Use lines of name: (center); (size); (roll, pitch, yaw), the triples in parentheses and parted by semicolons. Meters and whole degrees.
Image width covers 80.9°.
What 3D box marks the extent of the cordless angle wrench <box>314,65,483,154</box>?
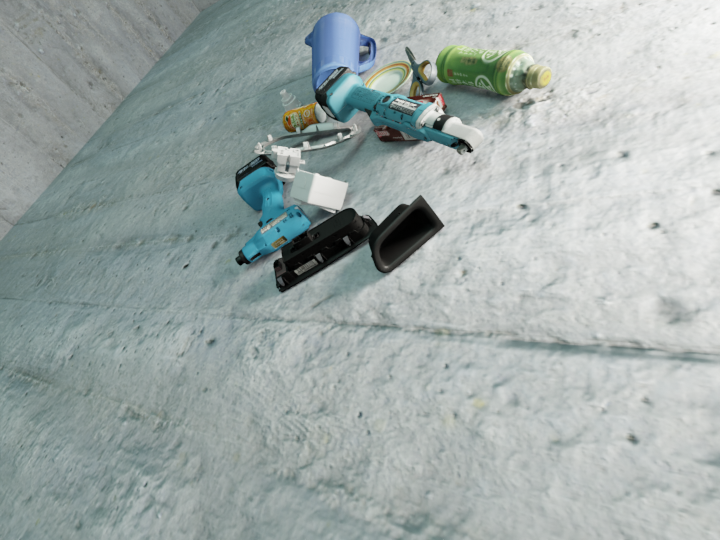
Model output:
cordless angle wrench: (0.056, -0.287, 0.761); (0.098, 0.070, 0.448); (-47, 43, -1)

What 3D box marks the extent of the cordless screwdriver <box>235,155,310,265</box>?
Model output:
cordless screwdriver: (-0.206, -0.125, 0.868); (0.160, 0.070, 0.262); (-35, 46, 6)

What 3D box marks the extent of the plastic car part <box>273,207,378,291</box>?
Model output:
plastic car part: (-0.070, -0.045, 0.711); (0.205, 0.064, 0.069); (-27, 36, 12)

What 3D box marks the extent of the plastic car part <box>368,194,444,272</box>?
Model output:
plastic car part: (0.053, -0.058, 0.637); (0.117, 0.063, 0.074); (-41, 26, 4)

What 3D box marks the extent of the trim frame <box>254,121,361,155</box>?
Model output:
trim frame: (-0.119, -0.289, 0.918); (0.258, 0.026, 0.183); (0, 31, 25)
